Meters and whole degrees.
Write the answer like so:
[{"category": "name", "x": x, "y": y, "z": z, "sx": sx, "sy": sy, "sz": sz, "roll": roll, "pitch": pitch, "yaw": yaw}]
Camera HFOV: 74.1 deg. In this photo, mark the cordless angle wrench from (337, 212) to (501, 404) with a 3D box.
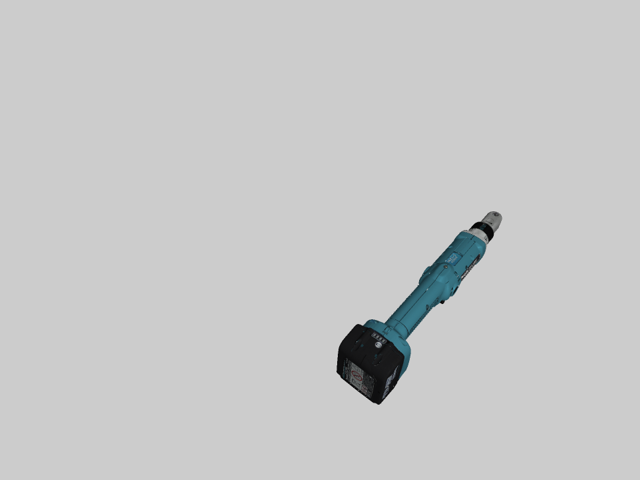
[{"category": "cordless angle wrench", "x": 0.186, "y": 0.066, "z": 0.661, "sx": 0.074, "sy": 0.098, "sz": 0.421, "roll": 31, "pitch": 52, "yaw": 27}]
